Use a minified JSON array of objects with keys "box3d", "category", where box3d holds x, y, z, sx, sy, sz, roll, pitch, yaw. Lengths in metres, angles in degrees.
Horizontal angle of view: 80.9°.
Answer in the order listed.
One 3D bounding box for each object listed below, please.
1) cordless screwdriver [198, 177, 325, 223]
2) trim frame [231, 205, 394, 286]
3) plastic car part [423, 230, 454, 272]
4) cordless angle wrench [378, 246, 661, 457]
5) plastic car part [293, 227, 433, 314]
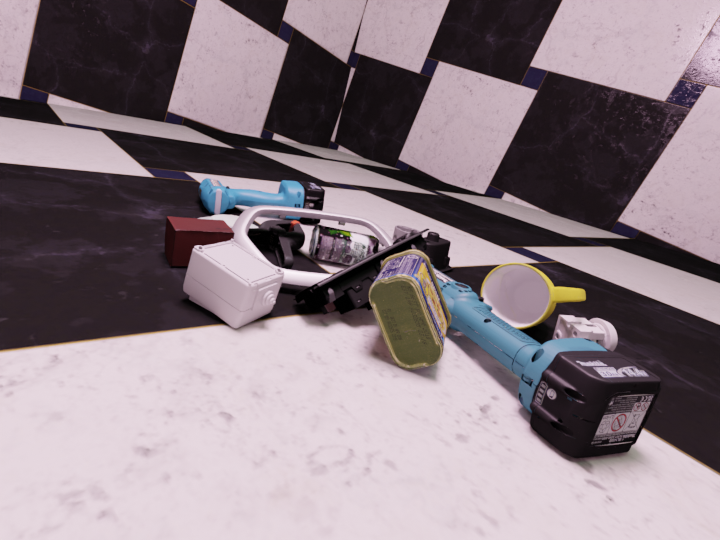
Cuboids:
[{"box3d":[-0.208,-0.155,0.881,0.240,0.073,0.167,0,22,-25],"category":"cordless screwdriver"},{"box3d":[-0.059,-0.039,0.602,0.243,0.027,0.192,2,41,-15],"category":"trim frame"},{"box3d":[0.125,-0.035,0.756,0.069,0.070,0.111,23,17,31],"category":"plastic car part"},{"box3d":[0.122,0.045,0.529,0.094,0.073,0.444,5,18,-26],"category":"cordless angle wrench"},{"box3d":[0.021,0.003,0.517,0.198,0.067,0.068,-33,82,-32],"category":"plastic car part"}]
